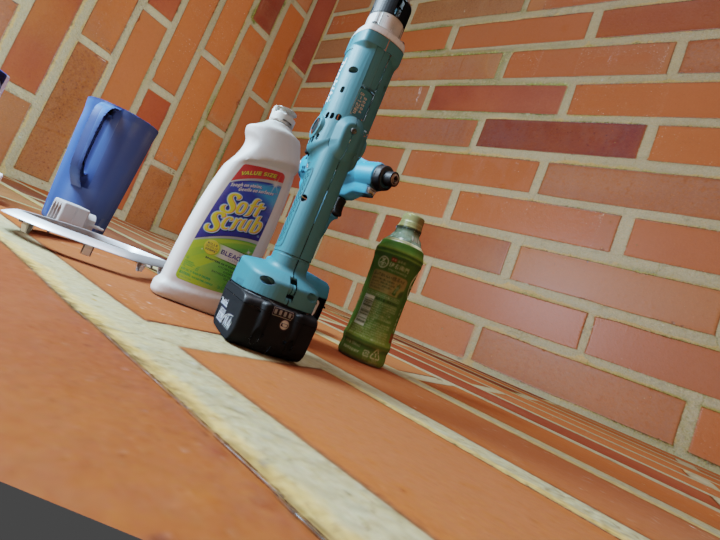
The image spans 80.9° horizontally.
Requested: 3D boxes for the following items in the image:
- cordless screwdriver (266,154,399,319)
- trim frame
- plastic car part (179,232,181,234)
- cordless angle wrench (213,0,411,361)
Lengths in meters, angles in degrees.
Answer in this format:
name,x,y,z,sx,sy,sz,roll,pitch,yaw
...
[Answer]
name,x,y,z,sx,sy,sz,roll,pitch,yaw
cordless screwdriver,-0.053,-0.035,0.546,0.168,0.249,0.070,17,-7,43
trim frame,-0.348,-0.034,0.560,0.184,0.027,0.249,23,-4,-4
plastic car part,-0.267,-0.011,0.727,0.118,0.071,0.065,22,-5,7
cordless angle wrench,-0.024,-0.128,0.418,0.071,0.424,0.102,24,-6,-26
